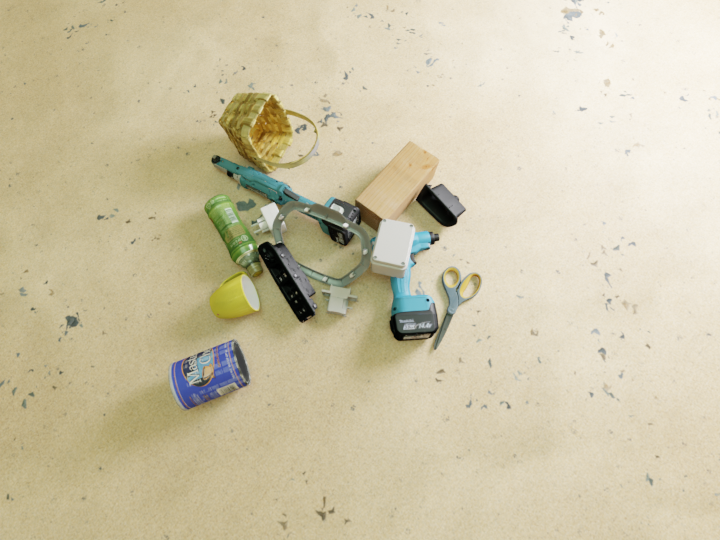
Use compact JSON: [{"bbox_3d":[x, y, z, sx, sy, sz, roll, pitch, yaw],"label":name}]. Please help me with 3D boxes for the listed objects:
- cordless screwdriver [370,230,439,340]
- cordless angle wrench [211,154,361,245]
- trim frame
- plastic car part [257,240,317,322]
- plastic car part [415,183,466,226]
[{"bbox_3d":[0.122,0.025,0.944,0.159,0.072,0.256,-10,65,-1],"label":"cordless screwdriver"},{"bbox_3d":[-0.201,-0.194,1.048,0.438,0.094,0.074,27,73,18],"label":"cordless angle wrench"},{"bbox_3d":[-0.094,-0.061,0.957,0.257,0.027,0.182,25,115,17],"label":"trim frame"},{"bbox_3d":[-0.158,0.013,0.959,0.065,0.067,0.205,-33,85,-37],"label":"plastic car part"},{"bbox_3d":[0.203,-0.163,1.020,0.070,0.065,0.120,-36,75,-26],"label":"plastic car part"}]
